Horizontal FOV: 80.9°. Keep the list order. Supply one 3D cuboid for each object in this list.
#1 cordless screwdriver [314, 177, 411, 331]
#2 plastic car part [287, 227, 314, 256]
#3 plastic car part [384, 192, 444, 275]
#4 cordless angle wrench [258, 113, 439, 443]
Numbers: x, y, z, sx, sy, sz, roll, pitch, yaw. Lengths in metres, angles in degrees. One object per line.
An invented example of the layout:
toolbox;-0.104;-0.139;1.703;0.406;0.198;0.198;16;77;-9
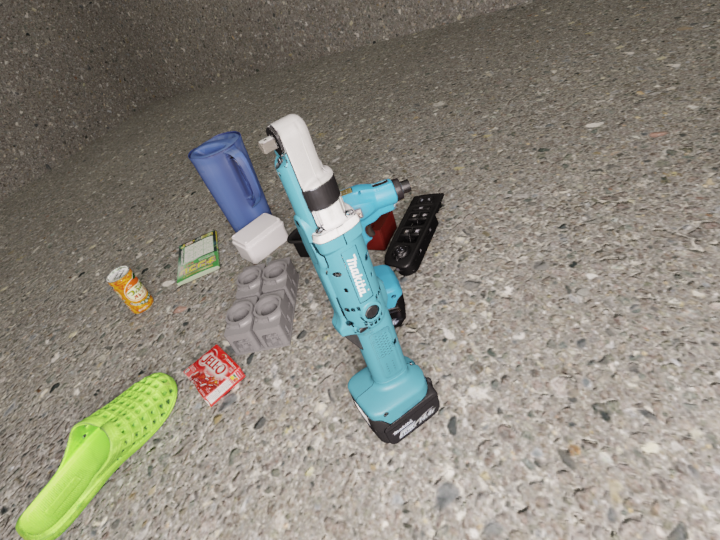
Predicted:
cordless screwdriver;0.019;-0.019;0.643;0.160;0.238;0.077;-18;35;3
plastic car part;-0.086;-0.056;0.882;0.120;0.068;0.067;-7;39;19
plastic car part;0.103;-0.065;0.798;0.069;0.064;0.203;5;45;31
cordless angle wrench;-0.003;0.033;0.453;0.097;0.404;0.078;-31;37;-15
